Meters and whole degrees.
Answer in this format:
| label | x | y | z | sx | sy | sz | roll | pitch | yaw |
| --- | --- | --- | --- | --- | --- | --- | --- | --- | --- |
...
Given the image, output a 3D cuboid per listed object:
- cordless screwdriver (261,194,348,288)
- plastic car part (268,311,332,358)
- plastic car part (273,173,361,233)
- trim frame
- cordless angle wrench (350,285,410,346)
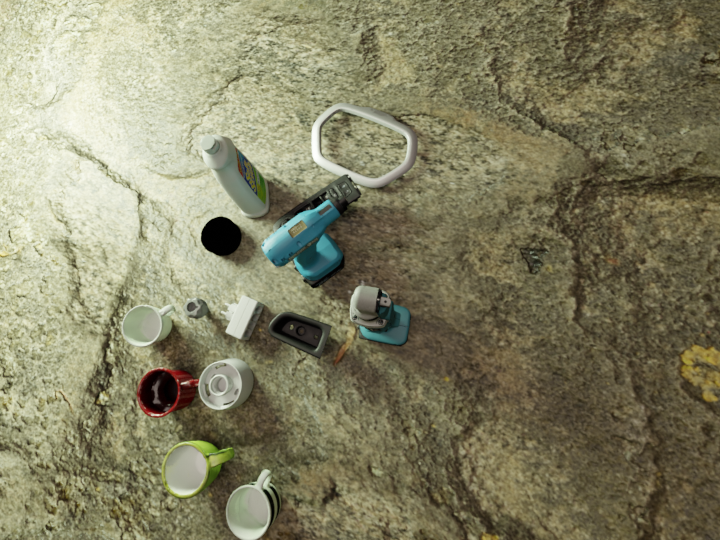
| label | x | y | z | sx | sy | sz | roll | pitch | yaw |
| --- | --- | --- | --- | --- | --- | --- | --- | --- | --- |
| cordless screwdriver | -0.077 | -0.050 | 0.786 | 0.159 | 0.242 | 0.076 | -37 | 77 | -1 |
| plastic car part | -0.117 | 0.122 | 0.840 | 0.120 | 0.069 | 0.066 | 19 | 81 | 14 |
| plastic car part | -0.095 | -0.122 | 0.900 | 0.203 | 0.065 | 0.068 | -31 | 74 | 2 |
| trim frame | 0.005 | -0.283 | 0.942 | 0.256 | 0.027 | 0.184 | 26 | 82 | 16 |
| cordless angle wrench | 0.026 | 0.068 | 0.646 | 0.100 | 0.411 | 0.075 | 10 | 80 | 9 |
